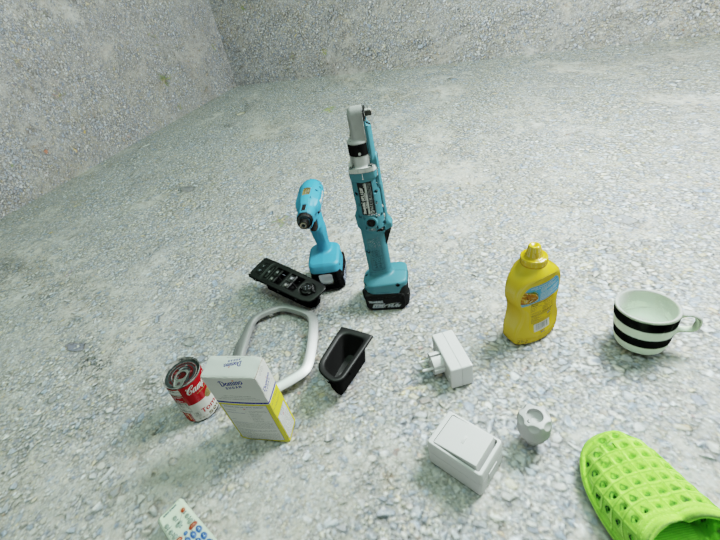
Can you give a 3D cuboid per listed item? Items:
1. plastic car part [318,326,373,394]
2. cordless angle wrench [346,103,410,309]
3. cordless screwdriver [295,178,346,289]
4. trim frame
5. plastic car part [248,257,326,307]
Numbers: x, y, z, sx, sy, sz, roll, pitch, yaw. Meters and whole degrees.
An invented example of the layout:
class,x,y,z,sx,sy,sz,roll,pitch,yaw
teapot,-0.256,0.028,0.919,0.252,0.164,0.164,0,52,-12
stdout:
class,x,y,z,sx,sy,sz,roll,pitch,yaw
plastic car part,-0.027,0.168,0.749,0.069,0.068,0.116,9,42,28
cordless angle wrench,0.024,-0.102,0.797,0.100,0.406,0.076,-4,36,13
cordless screwdriver,-0.090,-0.059,0.922,0.075,0.239,0.163,-7,36,8
trim frame,-0.175,0.154,0.855,0.186,0.026,0.256,-10,37,7
plastic car part,-0.166,0.036,0.971,0.214,0.064,0.065,18,46,36
